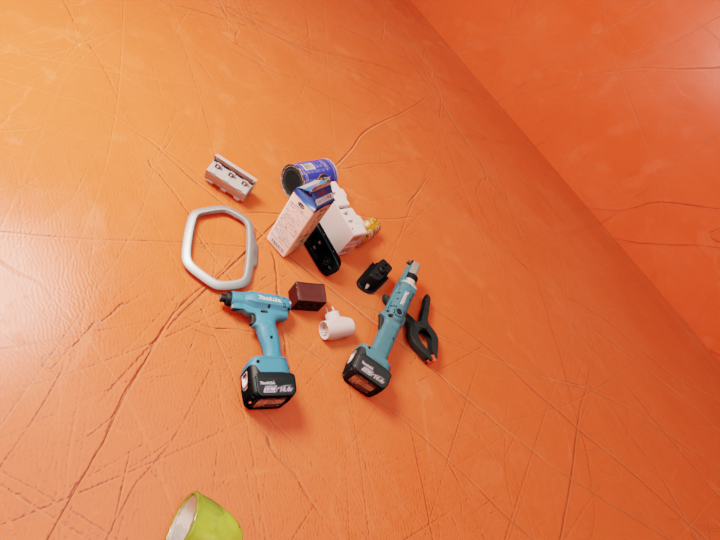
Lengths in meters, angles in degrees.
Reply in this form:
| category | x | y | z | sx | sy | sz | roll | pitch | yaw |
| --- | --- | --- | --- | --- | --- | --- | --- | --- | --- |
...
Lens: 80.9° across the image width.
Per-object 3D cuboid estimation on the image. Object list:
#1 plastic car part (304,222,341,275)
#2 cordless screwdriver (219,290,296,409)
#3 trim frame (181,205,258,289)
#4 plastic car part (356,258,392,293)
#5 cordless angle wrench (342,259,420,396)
| category | x | y | z | sx | sy | sz | roll | pitch | yaw |
| --- | --- | --- | --- | --- | --- | --- | --- | --- | --- |
| plastic car part | -0.112 | -0.073 | 1.142 | 0.064 | 0.067 | 0.211 | 18 | 39 | -59 |
| cordless screwdriver | -0.216 | 0.151 | 0.874 | 0.153 | 0.074 | 0.259 | 11 | 46 | -27 |
| trim frame | -0.328 | -0.060 | 1.006 | 0.177 | 0.027 | 0.258 | 12 | 48 | -25 |
| plastic car part | 0.047 | 0.010 | 1.166 | 0.067 | 0.071 | 0.114 | 44 | 40 | 3 |
| cordless angle wrench | 0.082 | 0.116 | 1.073 | 0.098 | 0.074 | 0.423 | 33 | 48 | -3 |
